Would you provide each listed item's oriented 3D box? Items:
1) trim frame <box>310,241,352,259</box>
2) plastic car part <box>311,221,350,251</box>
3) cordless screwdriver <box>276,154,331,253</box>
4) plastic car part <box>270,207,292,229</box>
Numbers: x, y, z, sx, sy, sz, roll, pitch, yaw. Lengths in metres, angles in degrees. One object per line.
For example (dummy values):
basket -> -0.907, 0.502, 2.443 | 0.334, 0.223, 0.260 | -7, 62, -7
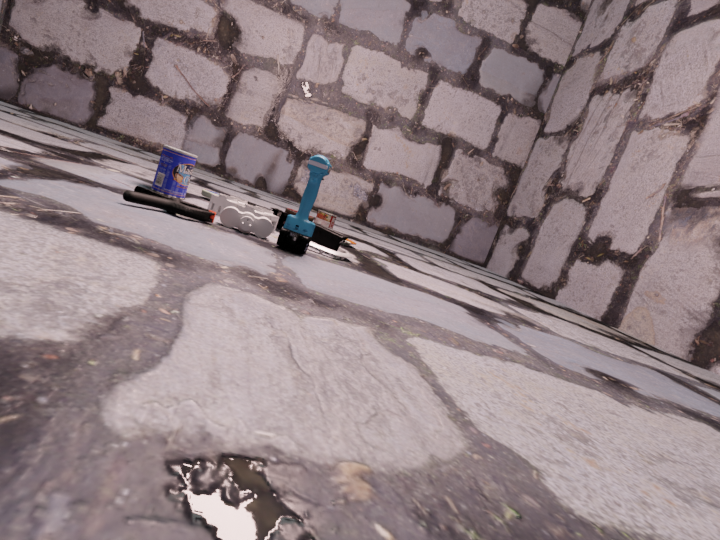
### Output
trim frame -> -0.126, -0.082, 1.290 | 0.175, 0.027, 0.262 | 14, 10, -34
plastic car part -> -0.102, -0.092, 1.259 | 0.121, 0.070, 0.064 | 23, 8, 19
cordless screwdriver -> -0.134, -0.171, 1.089 | 0.074, 0.248, 0.159 | 20, 8, -1
plastic car part -> -0.265, -0.173, 1.416 | 0.064, 0.067, 0.212 | 16, 9, -25
